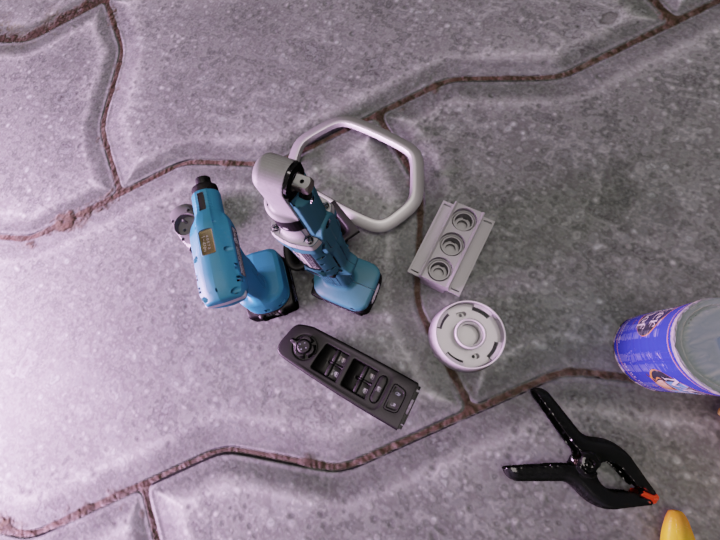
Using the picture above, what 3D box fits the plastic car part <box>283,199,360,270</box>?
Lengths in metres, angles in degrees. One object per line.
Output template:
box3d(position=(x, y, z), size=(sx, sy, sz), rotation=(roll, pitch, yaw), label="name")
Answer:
box3d(position=(-0.065, -0.042, 0.661), size=(0.116, 0.069, 0.068), rotation=(-37, 73, -2), label="plastic car part")

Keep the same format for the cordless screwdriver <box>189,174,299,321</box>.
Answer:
box3d(position=(-0.159, -0.016, 0.580), size=(0.075, 0.241, 0.163), rotation=(-18, 74, 2), label="cordless screwdriver")

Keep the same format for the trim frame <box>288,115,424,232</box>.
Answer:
box3d(position=(-0.011, -0.164, 0.708), size=(0.257, 0.026, 0.184), rotation=(30, 82, 17), label="trim frame")

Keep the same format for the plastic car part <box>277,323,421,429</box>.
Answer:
box3d(position=(-0.021, 0.141, 0.601), size=(0.209, 0.065, 0.066), rotation=(26, 81, 16), label="plastic car part")

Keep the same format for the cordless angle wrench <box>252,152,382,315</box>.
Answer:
box3d(position=(-0.039, -0.021, 0.469), size=(0.100, 0.411, 0.074), rotation=(21, 80, 11), label="cordless angle wrench")
